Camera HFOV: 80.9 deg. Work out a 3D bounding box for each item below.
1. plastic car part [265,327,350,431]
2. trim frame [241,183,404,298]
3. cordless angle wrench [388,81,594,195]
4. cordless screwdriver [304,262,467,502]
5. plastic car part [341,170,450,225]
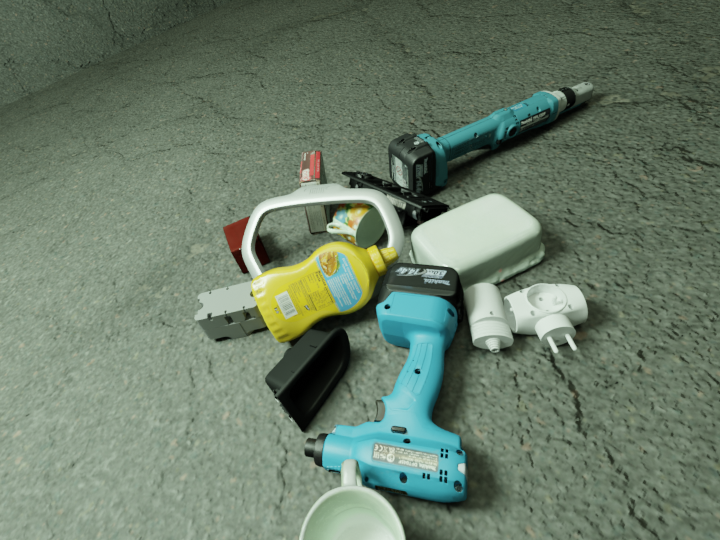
[{"bbox_3d":[-0.069,0.118,0.514,0.074,0.063,0.116,5,44,40],"label":"plastic car part"},{"bbox_3d":[-0.061,-0.040,0.622,0.255,0.026,0.186,-4,81,17],"label":"trim frame"},{"bbox_3d":[0.249,-0.254,0.750,0.417,0.094,0.078,-26,48,-12],"label":"cordless angle wrench"},{"bbox_3d":[0.038,0.109,0.476,0.164,0.071,0.253,0,51,18],"label":"cordless screwdriver"},{"bbox_3d":[0.045,-0.117,0.695,0.064,0.066,0.215,-15,37,-35],"label":"plastic car part"}]
